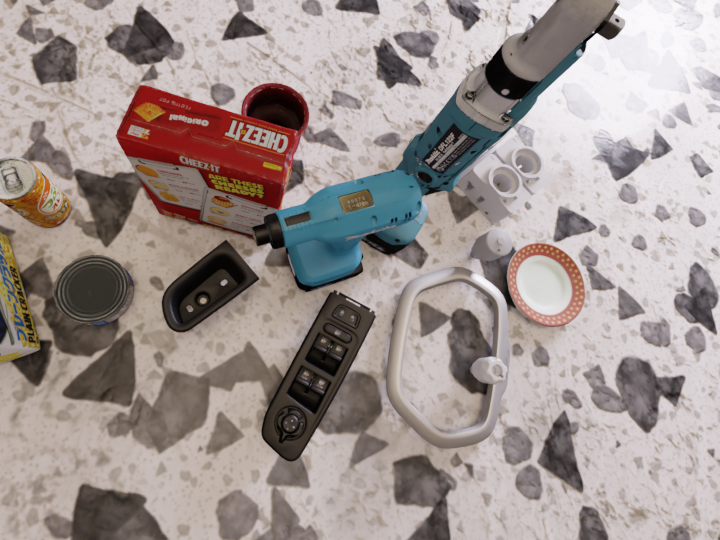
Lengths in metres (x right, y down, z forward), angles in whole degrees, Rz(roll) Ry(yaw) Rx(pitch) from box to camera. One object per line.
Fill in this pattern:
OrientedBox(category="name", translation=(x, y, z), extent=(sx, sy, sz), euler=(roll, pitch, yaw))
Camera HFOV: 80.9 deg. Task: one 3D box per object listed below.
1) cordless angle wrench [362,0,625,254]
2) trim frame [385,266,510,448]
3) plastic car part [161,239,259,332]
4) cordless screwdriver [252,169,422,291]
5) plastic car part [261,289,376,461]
OrientedBox(category="cordless angle wrench", translation=(0.079, -0.115, 0.439), extent=(0.097, 0.425, 0.074), euler=(33, 71, -6))
OrientedBox(category="trim frame", translation=(0.128, 0.115, 0.590), extent=(0.182, 0.027, 0.251), euler=(13, 72, -6))
OrientedBox(category="plastic car part", translation=(-0.195, 0.028, 0.536), extent=(0.115, 0.071, 0.066), euler=(-41, 88, -18))
OrientedBox(category="cordless screwdriver", translation=(-0.047, -0.031, 0.485), extent=(0.156, 0.250, 0.075), euler=(-17, 82, -17))
OrientedBox(category="plastic car part", translation=(-0.058, 0.129, 0.532), extent=(0.066, 0.067, 0.203), euler=(29, 71, -4))
